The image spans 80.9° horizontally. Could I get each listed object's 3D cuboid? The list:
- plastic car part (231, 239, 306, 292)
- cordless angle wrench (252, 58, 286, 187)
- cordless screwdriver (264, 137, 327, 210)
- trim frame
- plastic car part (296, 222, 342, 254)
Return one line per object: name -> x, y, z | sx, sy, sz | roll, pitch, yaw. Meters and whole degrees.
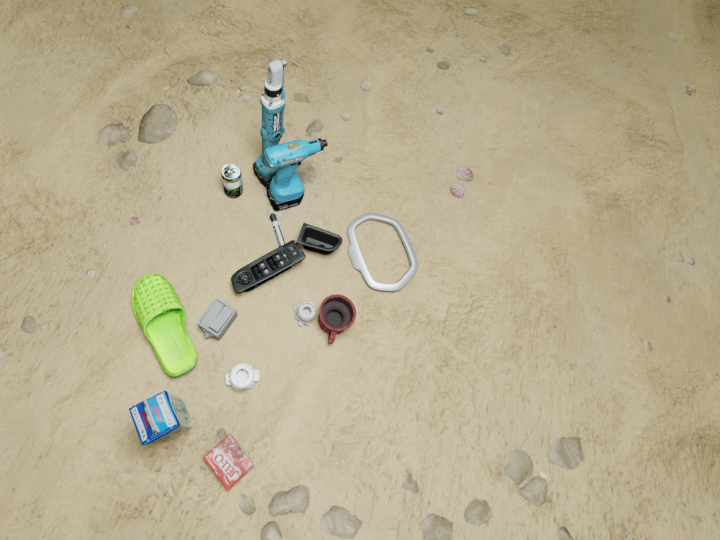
plastic car part -> -0.246, -0.004, 1.112 | 0.199, 0.066, 0.068 | -29, 75, -19
cordless angle wrench -> -0.225, -0.363, 1.082 | 0.096, 0.419, 0.076 | -31, 78, -21
cordless screwdriver -> -0.177, -0.262, 1.138 | 0.156, 0.247, 0.076 | -19, 74, -18
trim frame -> 0.058, -0.057, 1.197 | 0.181, 0.027, 0.256 | -15, 69, -14
plastic car part -> -0.113, -0.074, 1.159 | 0.117, 0.070, 0.067 | 19, 66, -1
